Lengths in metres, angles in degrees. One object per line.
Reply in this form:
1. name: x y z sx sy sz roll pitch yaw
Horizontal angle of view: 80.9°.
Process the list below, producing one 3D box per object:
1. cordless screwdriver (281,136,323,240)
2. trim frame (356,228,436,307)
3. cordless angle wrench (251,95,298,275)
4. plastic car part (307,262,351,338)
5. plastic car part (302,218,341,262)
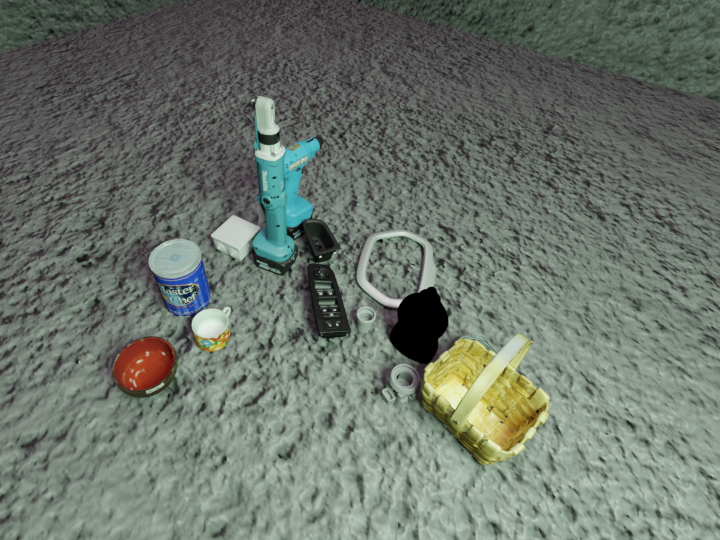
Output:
1. cordless screwdriver: -0.152 -0.201 1.034 0.078 0.242 0.157 34 53 22
2. trim frame: 0.090 -0.011 1.014 0.187 0.027 0.252 11 48 7
3. cordless angle wrench: -0.184 -0.158 0.878 0.100 0.411 0.074 21 49 12
4. plastic car part: -0.074 0.067 0.910 0.065 0.065 0.212 -7 48 -11
5. plastic car part: -0.101 -0.066 1.029 0.064 0.069 0.122 -15 50 -18
